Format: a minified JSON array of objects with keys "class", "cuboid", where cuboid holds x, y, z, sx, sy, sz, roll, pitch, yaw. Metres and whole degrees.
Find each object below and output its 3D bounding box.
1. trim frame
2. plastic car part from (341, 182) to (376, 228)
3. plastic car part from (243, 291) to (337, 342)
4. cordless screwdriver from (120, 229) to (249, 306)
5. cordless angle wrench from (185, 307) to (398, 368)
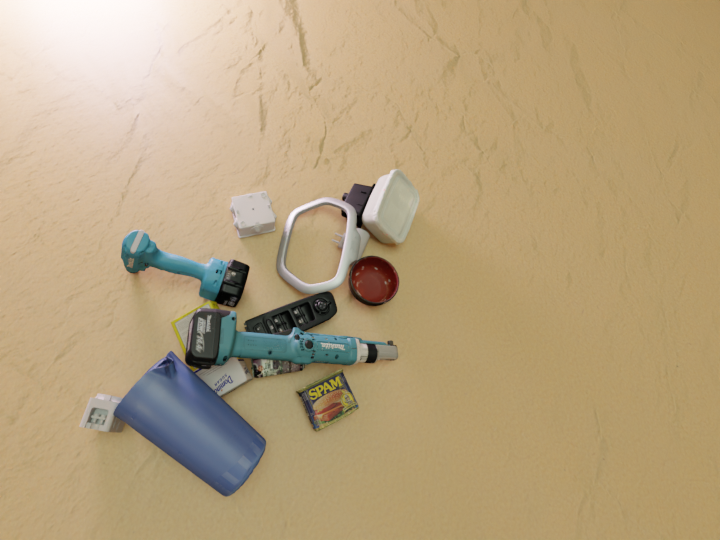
[{"class":"trim frame","cuboid":[-0.094,-0.061,0.960,0.189,0.026,0.253,3,62,14]},{"class":"plastic car part","cuboid":[-0.012,-0.167,1.037,0.072,0.064,0.117,15,61,10]},{"class":"plastic car part","cuboid":[-0.139,0.107,0.880,0.198,0.066,0.069,-23,67,-23]},{"class":"cordless screwdriver","cuboid":[-0.363,0.004,0.868,0.241,0.162,0.076,22,61,-19]},{"class":"cordless angle wrench","cuboid":[-0.110,0.146,0.808,0.408,0.075,0.101,9,61,-22]}]
